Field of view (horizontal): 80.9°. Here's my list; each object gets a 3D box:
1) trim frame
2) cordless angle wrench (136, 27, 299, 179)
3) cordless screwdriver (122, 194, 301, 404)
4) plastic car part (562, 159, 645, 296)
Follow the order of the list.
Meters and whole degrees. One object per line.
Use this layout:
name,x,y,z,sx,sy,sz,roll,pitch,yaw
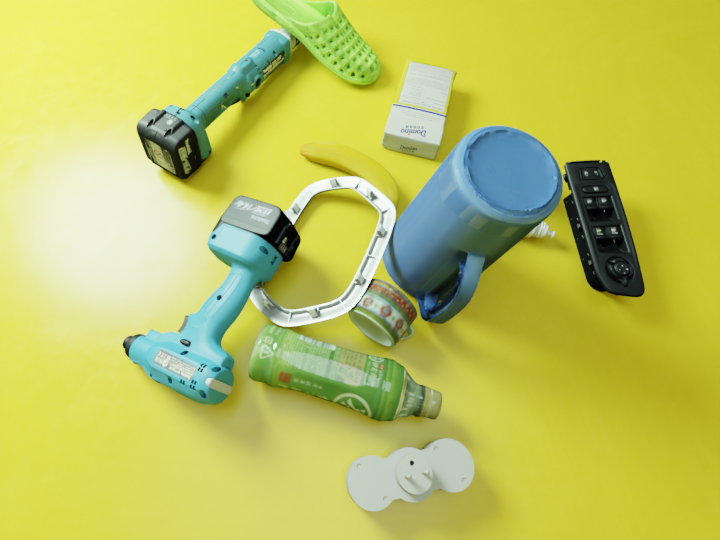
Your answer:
trim frame,-0.057,-0.037,0.581,0.193,0.026,0.250,13,66,29
cordless angle wrench,-0.197,-0.329,0.722,0.075,0.096,0.422,29,63,6
cordless screwdriver,-0.189,0.024,0.537,0.166,0.071,0.250,13,67,25
plastic car part,0.333,-0.056,0.600,0.065,0.066,0.208,-1,67,-12
